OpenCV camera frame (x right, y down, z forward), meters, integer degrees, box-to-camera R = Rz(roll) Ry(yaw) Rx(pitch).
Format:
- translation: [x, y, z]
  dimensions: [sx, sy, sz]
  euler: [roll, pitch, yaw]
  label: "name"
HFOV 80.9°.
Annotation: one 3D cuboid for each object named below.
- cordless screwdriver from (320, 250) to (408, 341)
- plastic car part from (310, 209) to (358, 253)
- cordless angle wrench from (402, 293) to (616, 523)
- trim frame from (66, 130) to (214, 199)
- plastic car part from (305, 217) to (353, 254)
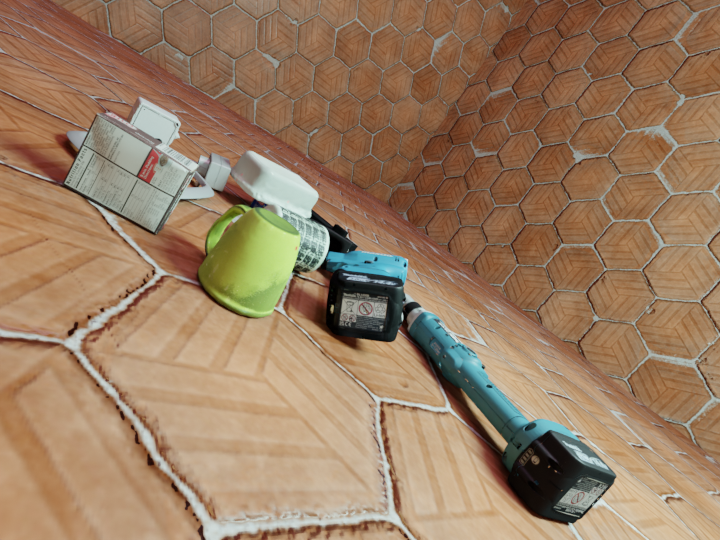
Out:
- translation: [-0.010, 0.016, 0.629]
  dimensions: [0.161, 0.073, 0.248]
  euler: [8, 14, 5]
  label: "cordless screwdriver"
- translation: [-0.071, -0.071, 0.873]
  dimensions: [0.211, 0.067, 0.064]
  euler: [36, 19, 22]
  label: "plastic car part"
- translation: [0.147, 0.139, 0.618]
  dimensions: [0.093, 0.074, 0.444]
  euler: [27, 12, -30]
  label: "cordless angle wrench"
- translation: [-0.324, -0.160, 0.646]
  dimensions: [0.185, 0.027, 0.247]
  euler: [35, 14, 1]
  label: "trim frame"
- translation: [-0.078, -0.051, 0.796]
  dimensions: [0.120, 0.066, 0.069]
  euler: [34, -3, 12]
  label: "plastic car part"
